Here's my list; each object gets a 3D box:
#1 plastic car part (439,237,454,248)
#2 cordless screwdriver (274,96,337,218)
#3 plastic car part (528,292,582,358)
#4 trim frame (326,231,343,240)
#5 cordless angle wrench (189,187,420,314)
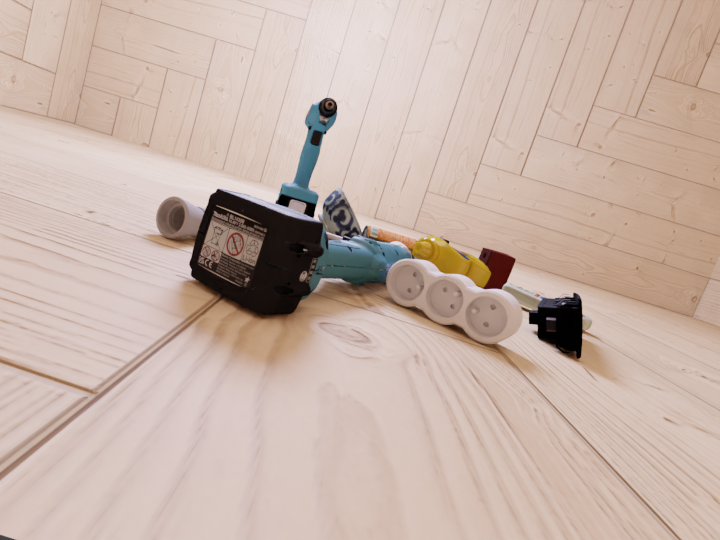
[{"bbox_3d":[0.162,-0.030,0.863,0.069,0.071,0.112,21,6,24],"label":"plastic car part"},{"bbox_3d":[-0.098,-0.193,0.784,0.073,0.248,0.163,16,3,-15],"label":"cordless screwdriver"},{"bbox_3d":[0.261,0.064,0.556,0.070,0.066,0.194,-7,-3,30],"label":"plastic car part"},{"bbox_3d":[-0.065,-0.043,0.669,0.194,0.027,0.236,23,9,35],"label":"trim frame"},{"bbox_3d":[-0.003,-0.012,0.484,0.102,0.074,0.405,22,8,25],"label":"cordless angle wrench"}]
